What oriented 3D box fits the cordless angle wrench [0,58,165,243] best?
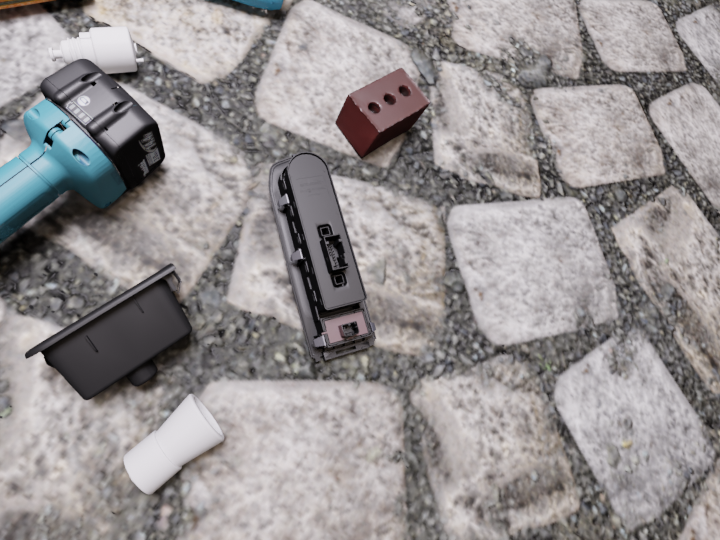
[{"bbox_3d":[-0.320,0.018,0.287,0.074,0.099,0.421,42,71,-6],"label":"cordless angle wrench"}]

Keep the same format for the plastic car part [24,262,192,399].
[{"bbox_3d":[-0.181,0.052,0.331,0.115,0.068,0.070,-39,103,-19],"label":"plastic car part"}]

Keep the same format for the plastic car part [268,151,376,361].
[{"bbox_3d":[-0.038,-0.025,0.391,0.065,0.066,0.208,-14,74,-13],"label":"plastic car part"}]

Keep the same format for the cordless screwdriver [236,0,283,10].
[{"bbox_3d":[-0.150,-0.423,0.482,0.156,0.075,0.252,9,75,-13],"label":"cordless screwdriver"}]
